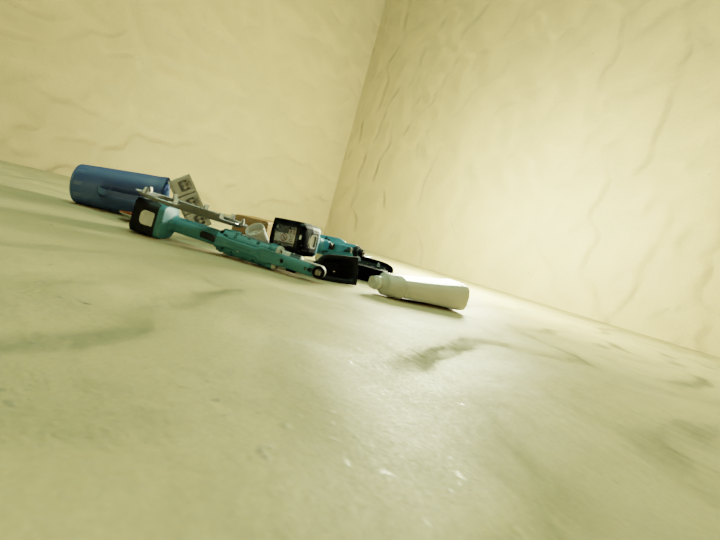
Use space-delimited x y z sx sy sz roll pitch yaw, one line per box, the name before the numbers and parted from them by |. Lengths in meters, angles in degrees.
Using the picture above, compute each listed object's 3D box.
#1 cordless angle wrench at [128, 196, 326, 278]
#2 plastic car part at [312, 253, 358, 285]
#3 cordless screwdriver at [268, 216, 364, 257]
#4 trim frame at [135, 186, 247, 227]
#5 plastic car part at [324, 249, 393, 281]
cordless angle wrench | -0.273 -0.059 0.889 0.429 0.074 0.097 18 4 8
plastic car part | -0.070 -0.004 0.970 0.111 0.066 0.074 8 -8 -31
cordless screwdriver | -0.098 -0.064 1.006 0.166 0.074 0.239 13 2 22
trim frame | -0.365 -0.140 0.931 0.238 0.027 0.193 19 5 -27
plastic car part | -0.004 -0.006 1.140 0.200 0.066 0.068 14 14 -8
